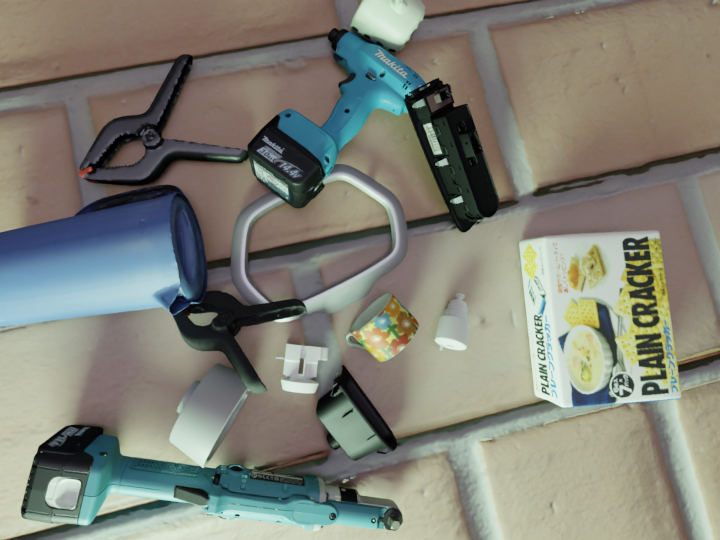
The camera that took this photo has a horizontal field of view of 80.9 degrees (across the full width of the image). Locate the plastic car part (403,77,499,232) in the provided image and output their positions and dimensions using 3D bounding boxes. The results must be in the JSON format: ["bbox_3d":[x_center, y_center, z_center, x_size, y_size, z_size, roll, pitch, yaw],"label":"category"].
[{"bbox_3d":[0.130,-0.145,0.546,0.065,0.070,0.196,-35,114,-29],"label":"plastic car part"}]

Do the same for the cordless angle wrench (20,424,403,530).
[{"bbox_3d":[-0.155,0.263,0.503,0.417,0.099,0.075,11,85,-7],"label":"cordless angle wrench"}]

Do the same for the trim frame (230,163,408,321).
[{"bbox_3d":[-0.055,-0.036,0.566,0.246,0.027,0.185,-28,86,-8],"label":"trim frame"}]

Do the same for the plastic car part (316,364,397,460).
[{"bbox_3d":[-0.014,0.193,0.532,0.071,0.066,0.116,-33,92,8],"label":"plastic car part"}]

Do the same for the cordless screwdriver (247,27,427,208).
[{"bbox_3d":[-0.047,-0.211,0.554,0.162,0.073,0.247,41,75,10],"label":"cordless screwdriver"}]
